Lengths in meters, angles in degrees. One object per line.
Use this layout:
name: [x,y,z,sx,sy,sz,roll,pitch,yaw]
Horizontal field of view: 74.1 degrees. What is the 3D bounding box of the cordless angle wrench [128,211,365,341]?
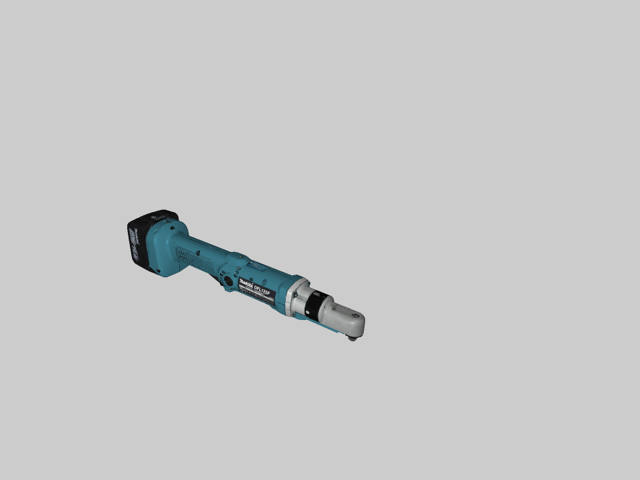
cordless angle wrench: [-0.124,0.053,0.648,0.423,0.098,0.074,19,30,26]
